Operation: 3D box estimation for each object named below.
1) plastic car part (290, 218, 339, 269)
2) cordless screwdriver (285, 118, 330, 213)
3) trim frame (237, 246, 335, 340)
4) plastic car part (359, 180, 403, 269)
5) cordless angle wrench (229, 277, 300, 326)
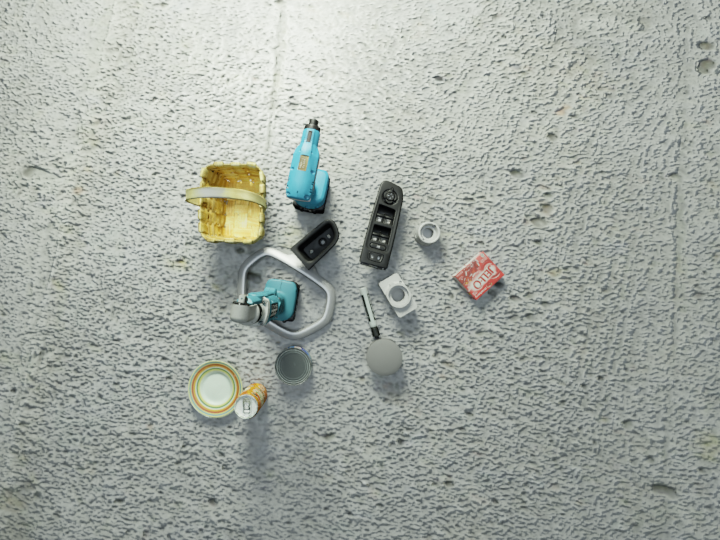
[{"bbox_3d":[-0.096,-0.063,0.981,0.116,0.070,0.066,-41,87,-1],"label":"plastic car part"},{"bbox_3d":[-0.107,-0.210,0.906,0.075,0.247,0.159,11,88,-1],"label":"cordless screwdriver"},{"bbox_3d":[-0.178,0.053,0.999,0.251,0.027,0.184,31,88,6],"label":"trim frame"},{"bbox_3d":[0.051,-0.104,0.977,0.067,0.066,0.203,14,87,2],"label":"plastic car part"},{"bbox_3d":[-0.178,0.066,0.801,0.074,0.421,0.098,9,89,-1],"label":"cordless angle wrench"}]
